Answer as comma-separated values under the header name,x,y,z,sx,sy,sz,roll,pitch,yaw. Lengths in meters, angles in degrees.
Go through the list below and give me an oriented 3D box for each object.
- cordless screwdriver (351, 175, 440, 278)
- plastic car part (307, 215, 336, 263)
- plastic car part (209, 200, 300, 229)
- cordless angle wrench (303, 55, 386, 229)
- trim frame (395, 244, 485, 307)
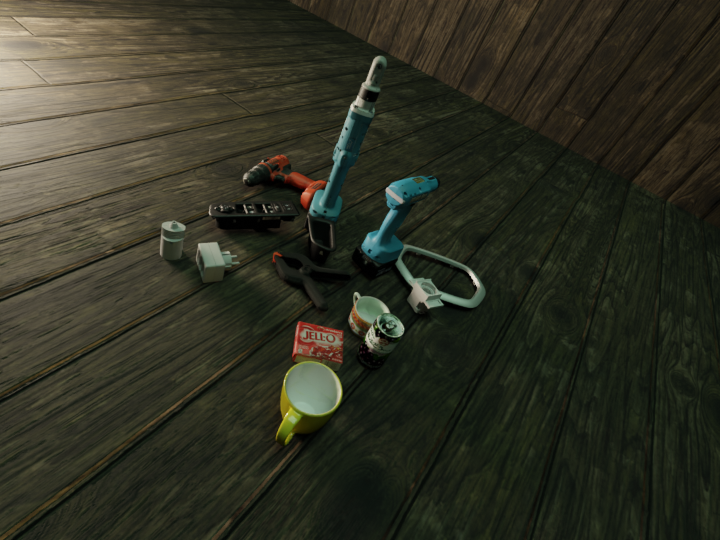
name,x,y,z,sx,sy,sz,roll,pitch,yaw
cordless screwdriver,0.084,-0.104,0.949,0.154,0.246,0.077,-23,60,-43
plastic car part,-0.094,-0.061,0.960,0.064,0.070,0.121,10,41,-17
plastic car part,-0.247,-0.125,0.968,0.195,0.066,0.069,-1,45,-26
cordless angle wrench,-0.032,-0.261,0.941,0.073,0.419,0.100,20,39,-8
trim frame,0.194,0.010,1.041,0.246,0.027,0.188,17,39,-6
